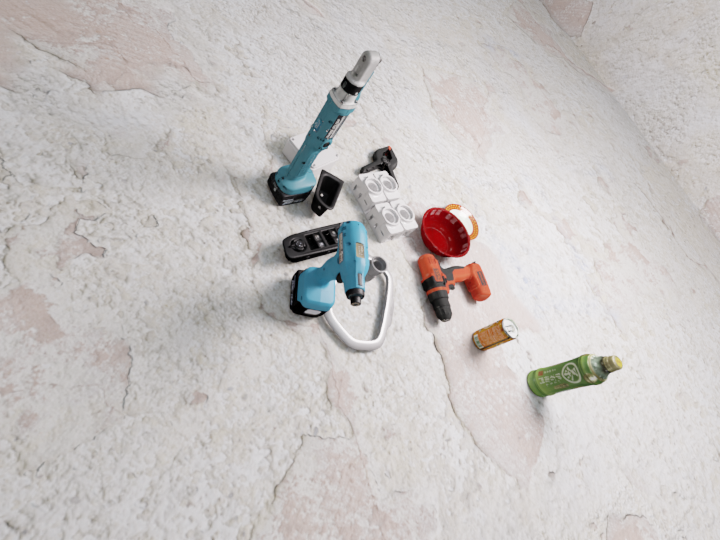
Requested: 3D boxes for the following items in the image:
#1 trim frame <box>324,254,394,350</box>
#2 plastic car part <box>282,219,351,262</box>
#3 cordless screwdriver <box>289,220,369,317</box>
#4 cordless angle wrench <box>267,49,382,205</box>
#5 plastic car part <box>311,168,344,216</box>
[{"bbox_3d":[0.002,0.065,0.977,0.179,0.028,0.253,23,53,-15],"label":"trim frame"},{"bbox_3d":[-0.096,-0.063,0.978,0.195,0.068,0.068,-15,71,-35],"label":"plastic car part"},{"bbox_3d":[-0.060,0.029,0.820,0.071,0.251,0.164,14,57,-26],"label":"cordless screwdriver"},{"bbox_3d":[-0.083,-0.285,0.891,0.094,0.428,0.076,-17,74,-38],"label":"cordless angle wrench"},{"bbox_3d":[-0.094,-0.182,1.051,0.064,0.072,0.118,27,52,-15],"label":"plastic car part"}]
